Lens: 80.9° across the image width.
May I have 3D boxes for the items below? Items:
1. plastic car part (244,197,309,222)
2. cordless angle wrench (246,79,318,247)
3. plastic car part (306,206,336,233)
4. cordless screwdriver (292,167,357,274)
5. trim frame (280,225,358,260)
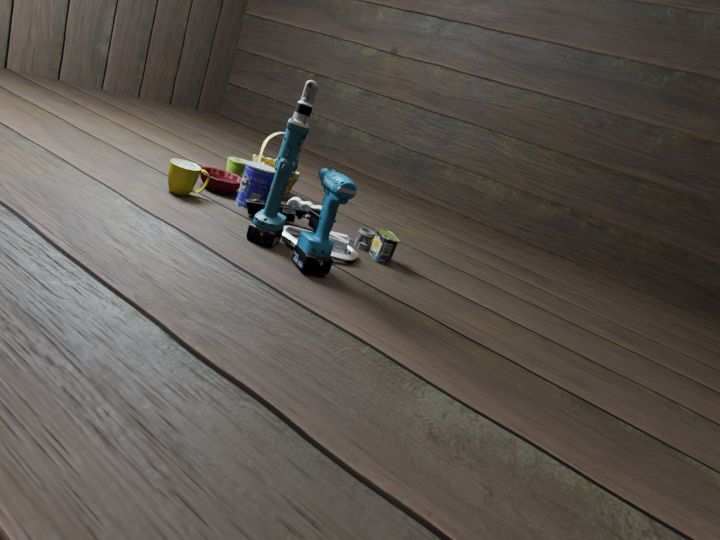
[{"bbox_3d":[-0.266,-0.185,1.314,0.195,0.066,0.069,11,20,-24],"label":"plastic car part"},{"bbox_3d":[-0.187,-0.266,1.069,0.075,0.420,0.098,23,17,3],"label":"cordless angle wrench"},{"bbox_3d":[-0.130,-0.149,1.344,0.063,0.070,0.123,9,22,-33],"label":"plastic car part"},{"bbox_3d":[-0.097,-0.125,1.035,0.071,0.247,0.168,10,21,-31],"label":"cordless screwdriver"},{"bbox_3d":[-0.120,-0.078,1.225,0.240,0.027,0.192,13,20,-20],"label":"trim frame"}]
